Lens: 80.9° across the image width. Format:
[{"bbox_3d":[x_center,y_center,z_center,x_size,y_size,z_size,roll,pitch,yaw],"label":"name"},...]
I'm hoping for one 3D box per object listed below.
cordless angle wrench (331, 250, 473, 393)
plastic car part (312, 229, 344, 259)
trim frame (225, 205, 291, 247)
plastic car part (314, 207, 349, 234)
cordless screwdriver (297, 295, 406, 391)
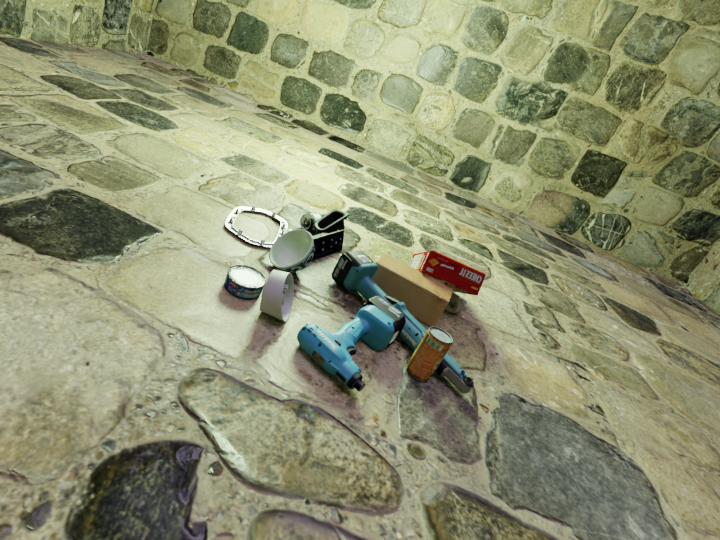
[{"bbox_3d":[0.092,0.113,0.985,0.071,0.097,0.446,-3,39,-45],"label":"cordless angle wrench"},{"bbox_3d":[-0.118,-0.077,1.211,0.070,0.065,0.197,22,23,20],"label":"plastic car part"},{"bbox_3d":[-0.290,-0.133,1.222,0.182,0.027,0.254,19,23,-9],"label":"trim frame"},{"bbox_3d":[-0.093,-0.133,1.319,0.070,0.068,0.115,26,54,37],"label":"plastic car part"},{"bbox_3d":[0.006,0.145,0.861,0.167,0.073,0.239,37,33,28],"label":"cordless screwdriver"}]
